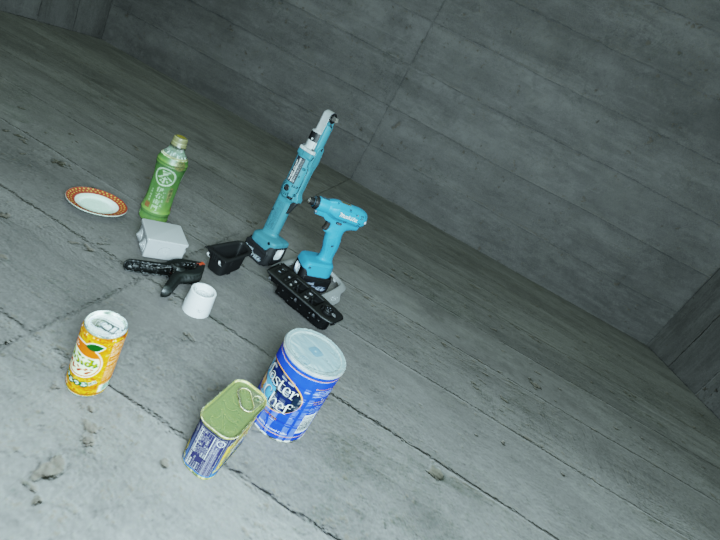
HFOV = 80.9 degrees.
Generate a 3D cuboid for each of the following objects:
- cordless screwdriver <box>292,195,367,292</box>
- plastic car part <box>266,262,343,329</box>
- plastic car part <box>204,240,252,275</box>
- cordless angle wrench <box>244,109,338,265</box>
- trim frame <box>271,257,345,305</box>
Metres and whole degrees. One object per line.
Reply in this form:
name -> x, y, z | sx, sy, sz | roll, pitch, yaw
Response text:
cordless screwdriver -> -0.105, -0.069, 1.073 | 0.152, 0.248, 0.078 | 18, 23, -29
plastic car part -> -0.134, 0.067, 0.973 | 0.210, 0.067, 0.064 | 35, 21, 16
plastic car part -> -0.303, -0.022, 0.968 | 0.068, 0.071, 0.113 | 35, 21, 15
cordless angle wrench -> -0.170, -0.205, 1.066 | 0.102, 0.422, 0.071 | 39, 22, 23
trim frame -> -0.135, 0.028, 1.122 | 0.191, 0.027, 0.241 | 34, 21, 16
